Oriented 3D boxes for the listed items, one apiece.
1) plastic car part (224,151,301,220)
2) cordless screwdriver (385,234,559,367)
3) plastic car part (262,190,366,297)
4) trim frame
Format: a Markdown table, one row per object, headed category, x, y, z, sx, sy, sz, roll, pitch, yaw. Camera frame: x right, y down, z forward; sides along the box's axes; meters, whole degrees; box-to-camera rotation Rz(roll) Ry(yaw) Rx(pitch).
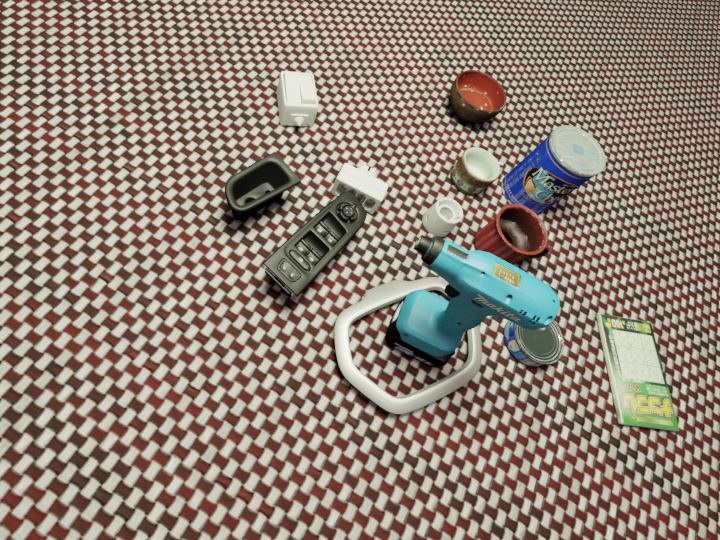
| category | x | y | z | sx | sy | sz | roll | pitch | yaw |
| --- | --- | --- | --- | --- | --- | --- | --- | --- | --- |
| plastic car part | -0.160 | -0.119 | 0.651 | 0.115 | 0.071 | 0.067 | -38 | 82 | -27 |
| cordless screwdriver | 0.100 | 0.043 | 0.540 | 0.159 | 0.249 | 0.075 | 30 | 62 | -4 |
| plastic car part | -0.063 | -0.041 | 0.641 | 0.067 | 0.067 | 0.201 | 40 | 62 | 3 |
| trim frame | 0.076 | 0.100 | 0.631 | 0.242 | 0.027 | 0.189 | -20 | 72 | -22 |
